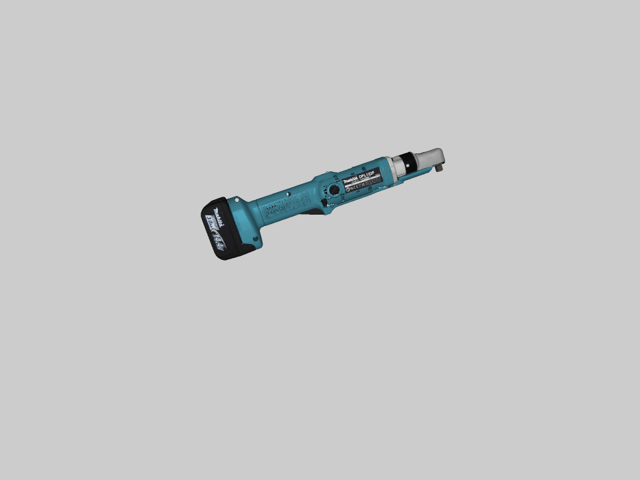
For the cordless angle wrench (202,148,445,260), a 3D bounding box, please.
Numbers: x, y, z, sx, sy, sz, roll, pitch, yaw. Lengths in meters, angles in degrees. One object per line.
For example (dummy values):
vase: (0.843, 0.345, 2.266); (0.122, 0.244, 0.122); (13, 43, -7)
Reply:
cordless angle wrench: (0.017, -0.081, 0.714); (0.423, 0.098, 0.074); (-20, 9, -8)
